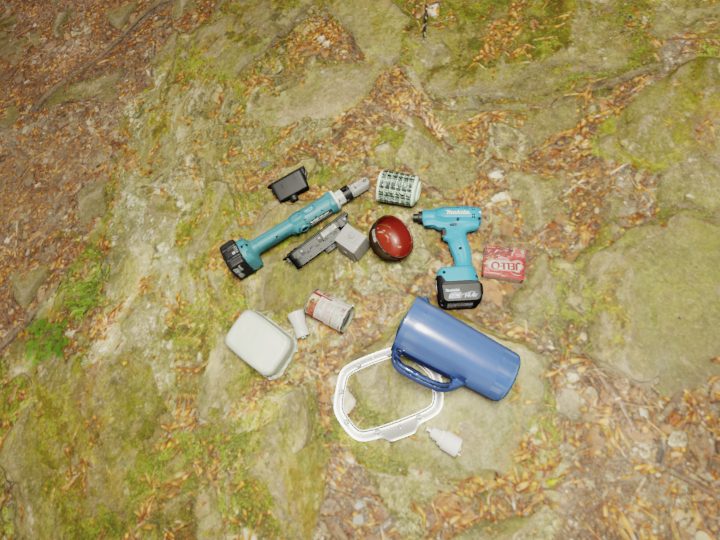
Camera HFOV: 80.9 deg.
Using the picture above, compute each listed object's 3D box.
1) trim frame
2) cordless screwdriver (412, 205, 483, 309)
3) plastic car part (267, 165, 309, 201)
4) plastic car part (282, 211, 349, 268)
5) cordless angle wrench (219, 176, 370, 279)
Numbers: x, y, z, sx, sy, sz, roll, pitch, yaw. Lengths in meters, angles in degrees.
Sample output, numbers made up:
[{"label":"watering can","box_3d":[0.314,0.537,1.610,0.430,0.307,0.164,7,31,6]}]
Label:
[{"label":"trim frame","box_3d":[0.058,0.273,0.934,0.249,0.026,0.190,-21,69,3]},{"label":"cordless screwdriver","box_3d":[0.203,-0.037,0.990,0.162,0.071,0.253,-1,67,12]},{"label":"plastic car part","box_3d":[-0.186,-0.224,1.152,0.117,0.065,0.072,-30,83,3]},{"label":"plastic car part","box_3d":[-0.105,-0.069,1.078,0.203,0.067,0.067,-33,95,-2]},{"label":"cordless angle wrench","box_3d":[-0.157,-0.125,1.092,0.421,0.094,0.077,-32,67,-4]}]
